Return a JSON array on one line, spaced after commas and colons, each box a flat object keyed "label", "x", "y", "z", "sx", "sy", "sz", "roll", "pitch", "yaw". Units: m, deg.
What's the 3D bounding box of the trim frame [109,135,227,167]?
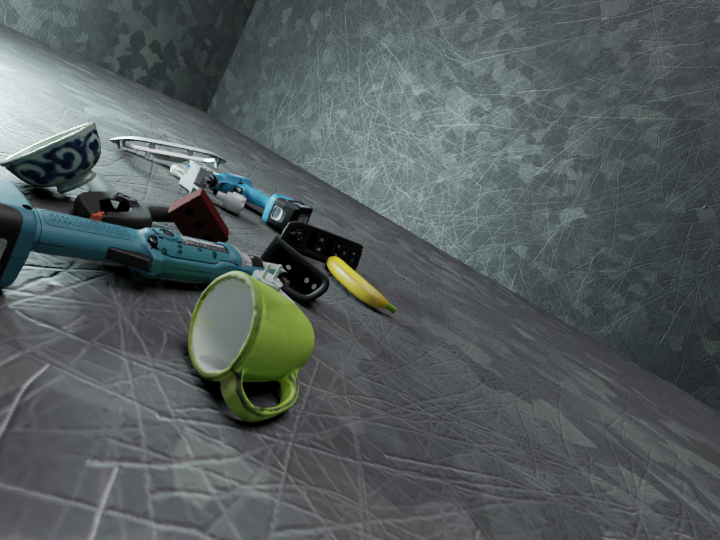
[{"label": "trim frame", "x": -0.423, "y": -0.262, "z": 0.943, "sx": 0.239, "sy": 0.027, "sz": 0.192, "roll": 4, "pitch": 6, "yaw": -24}]

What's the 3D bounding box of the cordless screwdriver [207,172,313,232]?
[{"label": "cordless screwdriver", "x": -0.246, "y": -0.167, "z": 1.000, "sx": 0.259, "sy": 0.074, "sz": 0.153, "roll": 29, "pitch": 12, "yaw": 21}]

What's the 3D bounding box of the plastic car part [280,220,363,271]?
[{"label": "plastic car part", "x": -0.091, "y": -0.059, "z": 0.927, "sx": 0.192, "sy": 0.066, "sz": 0.071, "roll": 19, "pitch": 6, "yaw": -36}]

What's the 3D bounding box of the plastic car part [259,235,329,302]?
[{"label": "plastic car part", "x": -0.100, "y": 0.008, "z": 0.670, "sx": 0.120, "sy": 0.066, "sz": 0.069, "roll": 35, "pitch": -1, "yaw": 13}]

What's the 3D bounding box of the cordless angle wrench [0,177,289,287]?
[{"label": "cordless angle wrench", "x": -0.227, "y": -0.018, "z": 0.470, "sx": 0.103, "sy": 0.074, "sz": 0.401, "roll": 37, "pitch": 13, "yaw": 31}]
